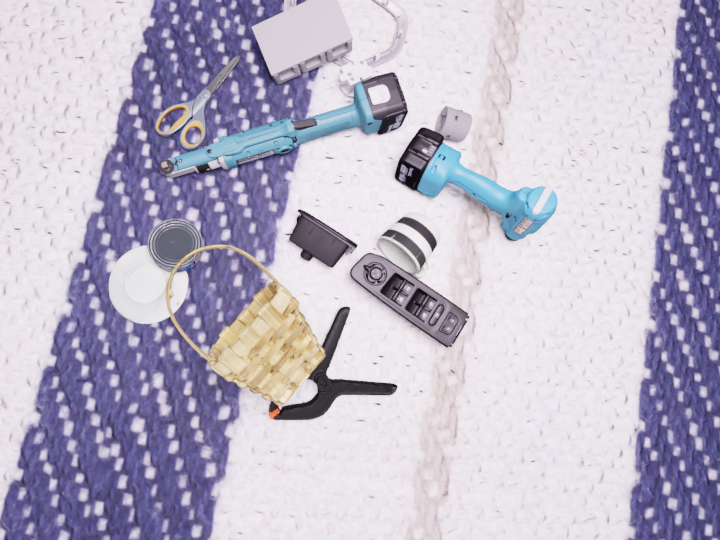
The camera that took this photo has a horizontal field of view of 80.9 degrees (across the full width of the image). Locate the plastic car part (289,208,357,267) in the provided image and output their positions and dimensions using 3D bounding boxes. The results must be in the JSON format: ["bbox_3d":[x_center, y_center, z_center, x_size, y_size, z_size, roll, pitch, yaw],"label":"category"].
[{"bbox_3d":[-0.070,-0.046,0.716,0.117,0.065,0.071,30,96,3],"label":"plastic car part"}]

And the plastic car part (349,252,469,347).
[{"bbox_3d":[0.075,0.041,0.703,0.202,0.067,0.066,35,89,-3],"label":"plastic car part"}]

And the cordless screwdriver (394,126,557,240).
[{"bbox_3d":[0.184,-0.133,0.714,0.256,0.154,0.074,31,79,15],"label":"cordless screwdriver"}]

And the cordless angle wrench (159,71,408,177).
[{"bbox_3d":[-0.135,-0.231,0.724,0.422,0.097,0.075,-17,87,-1],"label":"cordless angle wrench"}]

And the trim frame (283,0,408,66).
[{"bbox_3d":[-0.028,-0.479,0.788,0.250,0.027,0.184,34,81,3],"label":"trim frame"}]
